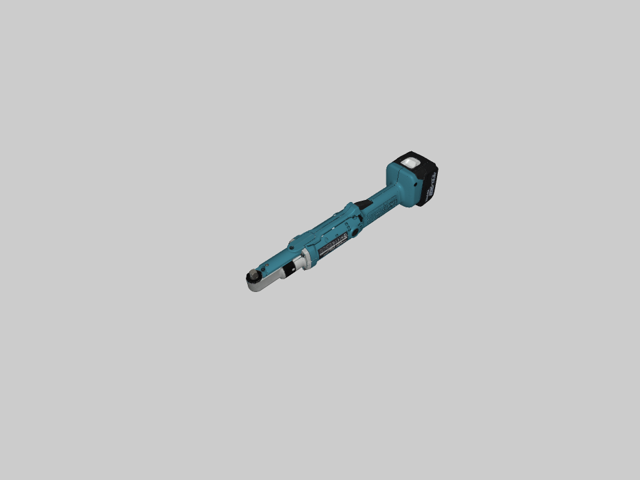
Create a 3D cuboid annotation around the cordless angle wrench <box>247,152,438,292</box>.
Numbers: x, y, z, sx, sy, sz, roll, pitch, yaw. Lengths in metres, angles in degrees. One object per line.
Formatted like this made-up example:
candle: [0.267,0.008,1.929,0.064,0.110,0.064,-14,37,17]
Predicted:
cordless angle wrench: [0.046,-0.029,0.765,0.422,0.098,0.074,-33,52,-25]
